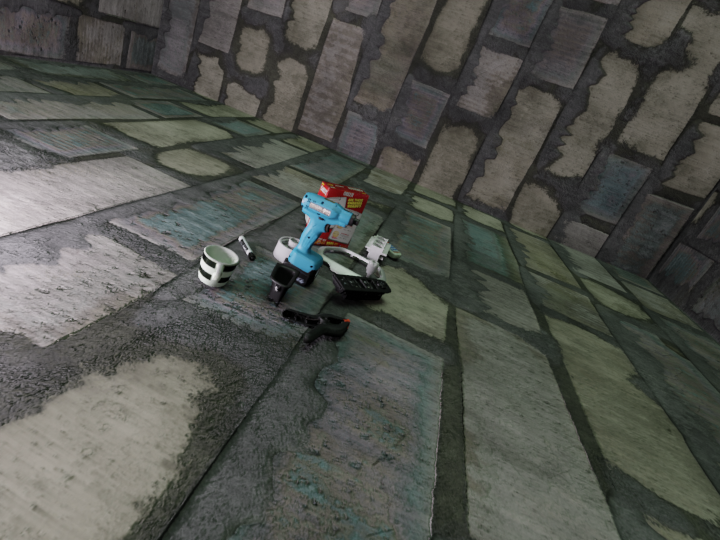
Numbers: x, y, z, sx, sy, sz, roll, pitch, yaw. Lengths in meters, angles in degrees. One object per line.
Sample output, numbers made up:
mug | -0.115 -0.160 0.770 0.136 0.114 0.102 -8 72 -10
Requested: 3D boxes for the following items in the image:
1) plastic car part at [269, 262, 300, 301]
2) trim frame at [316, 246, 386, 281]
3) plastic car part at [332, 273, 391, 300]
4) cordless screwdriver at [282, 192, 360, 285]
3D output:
plastic car part | -0.200 0.038 1.057 0.066 0.070 0.118 21 23 -4
trim frame | -0.029 -0.019 1.373 0.258 0.027 0.179 29 25 19
plastic car part | 0.004 0.055 1.192 0.193 0.066 0.070 2 30 -37
cordless screwdriver | -0.112 -0.073 1.148 0.162 0.246 0.073 26 23 8
